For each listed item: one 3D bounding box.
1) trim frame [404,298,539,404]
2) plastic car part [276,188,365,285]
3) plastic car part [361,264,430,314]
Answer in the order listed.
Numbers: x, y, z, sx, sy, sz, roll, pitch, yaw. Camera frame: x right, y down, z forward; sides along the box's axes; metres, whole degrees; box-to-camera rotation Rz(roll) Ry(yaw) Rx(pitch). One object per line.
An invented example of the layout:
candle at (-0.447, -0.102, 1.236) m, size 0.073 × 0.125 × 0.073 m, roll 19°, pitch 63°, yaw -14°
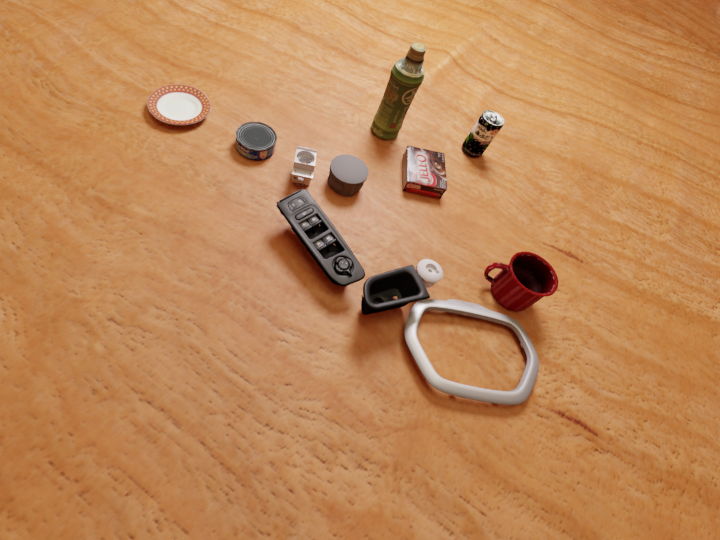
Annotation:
trim frame at (0.192, 0.131, 0.726) m, size 0.245 × 0.027 × 0.189 m, roll 10°, pitch 56°, yaw -7°
plastic car part at (-0.074, -0.049, 0.759) m, size 0.065 × 0.066 × 0.210 m, roll -28°, pitch 68°, yaw -29°
plastic car part at (0.045, 0.044, 0.724) m, size 0.113 × 0.070 × 0.068 m, roll -14°, pitch 63°, yaw -22°
